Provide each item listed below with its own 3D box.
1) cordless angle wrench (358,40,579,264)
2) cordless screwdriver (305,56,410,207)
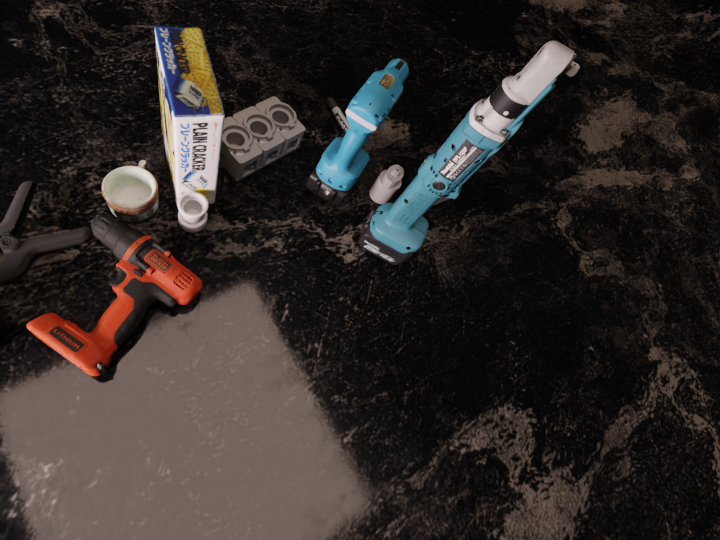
[{"bbox_3d":[0.116,-0.133,0.582,0.097,0.424,0.075,31,60,-7],"label":"cordless angle wrench"},{"bbox_3d":[-0.002,-0.222,0.691,0.074,0.249,0.159,33,59,-5],"label":"cordless screwdriver"}]
